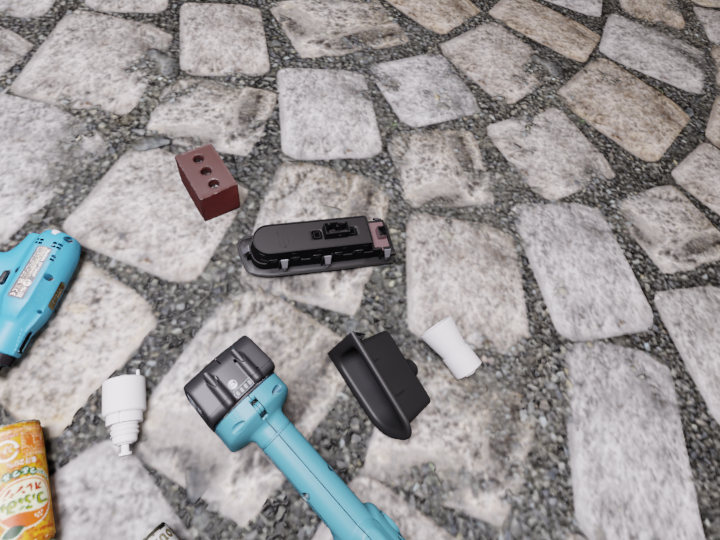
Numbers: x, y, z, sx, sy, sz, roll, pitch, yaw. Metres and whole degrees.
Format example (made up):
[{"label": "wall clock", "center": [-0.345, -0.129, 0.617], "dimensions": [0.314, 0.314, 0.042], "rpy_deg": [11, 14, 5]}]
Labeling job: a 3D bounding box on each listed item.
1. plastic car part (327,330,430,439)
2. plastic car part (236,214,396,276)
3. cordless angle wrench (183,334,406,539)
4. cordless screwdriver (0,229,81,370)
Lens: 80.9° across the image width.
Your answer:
[{"label": "plastic car part", "center": [0.029, 0.116, 0.465], "dimensions": [0.069, 0.066, 0.120], "rpy_deg": [-26, 72, -37]}, {"label": "plastic car part", "center": [-0.052, -0.034, 0.530], "dimensions": [0.200, 0.066, 0.068], "rpy_deg": [-8, 72, -10]}, {"label": "cordless angle wrench", "center": [0.007, 0.243, 0.374], "dimensions": [0.432, 0.097, 0.073], "rpy_deg": [44, 60, 11]}, {"label": "cordless screwdriver", "center": [-0.448, 0.009, 0.441], "dimensions": [0.246, 0.074, 0.162], "rpy_deg": [14, 61, -6]}]
